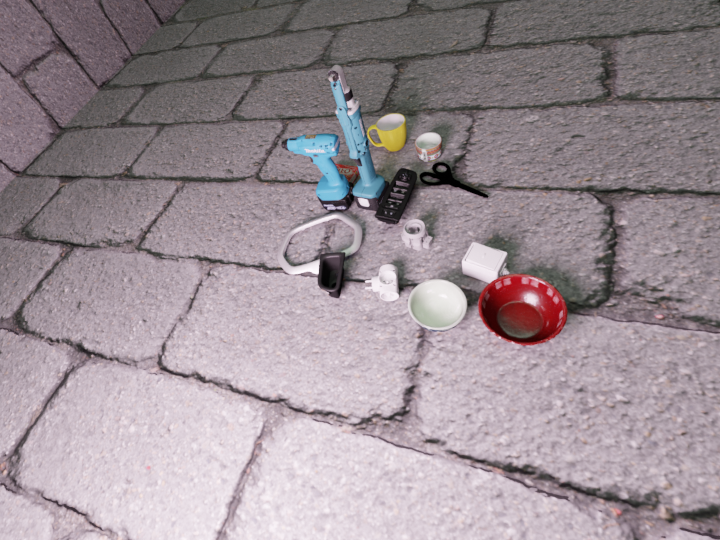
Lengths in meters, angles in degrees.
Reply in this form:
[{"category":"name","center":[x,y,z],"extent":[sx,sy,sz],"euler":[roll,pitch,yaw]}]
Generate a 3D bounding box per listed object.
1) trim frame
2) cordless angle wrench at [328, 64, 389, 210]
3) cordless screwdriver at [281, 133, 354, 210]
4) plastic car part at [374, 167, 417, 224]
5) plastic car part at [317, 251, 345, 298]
[{"category":"trim frame","center":[-0.113,-0.074,1.160],"extent":[0.250,0.026,0.192],"euler":[-20,51,5]},{"category":"cordless angle wrench","center":[-0.007,-0.319,1.059],"extent":[0.078,0.403,0.098],"euler":[16,61,26]},{"category":"cordless screwdriver","center":[-0.111,-0.273,1.170],"extent":[0.165,0.237,0.075],"euler":[7,57,22]},{"category":"plastic car part","center":[0.105,-0.196,1.146],"extent":[0.069,0.064,0.204],"euler":[9,59,24]},{"category":"plastic car part","center":[-0.067,0.020,1.047],"extent":[0.067,0.067,0.119],"euler":[-6,53,14]}]
